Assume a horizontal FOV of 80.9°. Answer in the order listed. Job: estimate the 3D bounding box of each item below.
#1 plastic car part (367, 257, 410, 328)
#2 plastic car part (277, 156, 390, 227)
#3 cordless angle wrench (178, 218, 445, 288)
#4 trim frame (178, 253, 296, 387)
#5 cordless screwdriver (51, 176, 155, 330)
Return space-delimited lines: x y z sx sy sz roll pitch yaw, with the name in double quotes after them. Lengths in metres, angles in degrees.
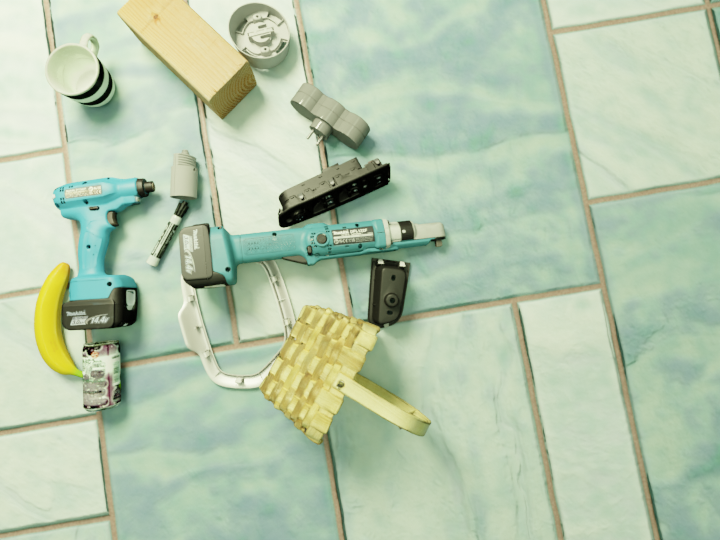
0.047 0.039 0.681 0.066 0.070 0.117 7 84 -1 "plastic car part"
-0.053 -0.136 0.698 0.203 0.065 0.069 -28 78 -2 "plastic car part"
-0.066 -0.043 0.680 0.418 0.074 0.099 -7 82 -8 "cordless angle wrench"
-0.207 0.074 0.704 0.184 0.027 0.249 -17 88 1 "trim frame"
-0.407 -0.031 0.692 0.159 0.074 0.251 -9 83 -1 "cordless screwdriver"
